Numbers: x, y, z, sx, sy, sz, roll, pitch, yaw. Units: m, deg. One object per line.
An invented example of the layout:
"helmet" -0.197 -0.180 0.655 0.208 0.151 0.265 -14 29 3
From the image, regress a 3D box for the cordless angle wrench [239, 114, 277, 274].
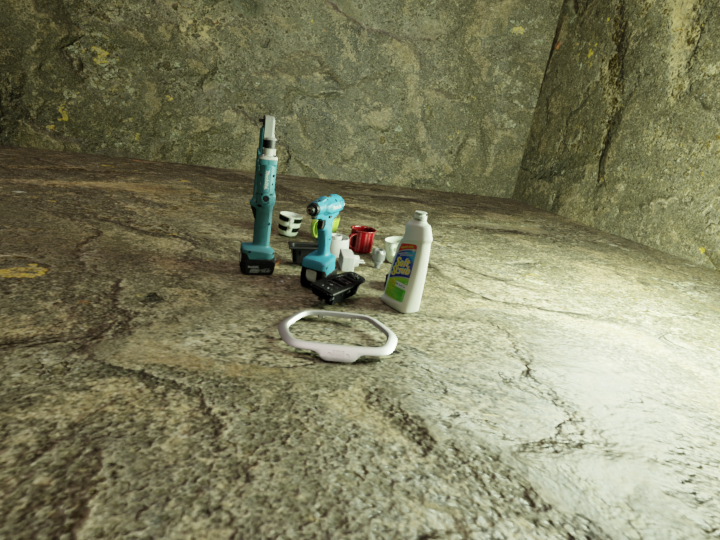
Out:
"cordless angle wrench" -0.261 -0.196 1.134 0.095 0.417 0.078 3 18 -20

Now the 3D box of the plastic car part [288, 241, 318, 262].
"plastic car part" -0.161 -0.047 1.274 0.115 0.070 0.068 5 18 -10

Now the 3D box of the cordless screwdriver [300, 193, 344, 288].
"cordless screwdriver" -0.107 -0.070 1.093 0.077 0.245 0.155 15 19 19

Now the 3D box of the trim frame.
"trim frame" -0.048 0.130 0.876 0.248 0.027 0.188 6 19 -3

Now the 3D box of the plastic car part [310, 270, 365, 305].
"plastic car part" -0.050 0.046 1.056 0.069 0.066 0.197 17 21 25
